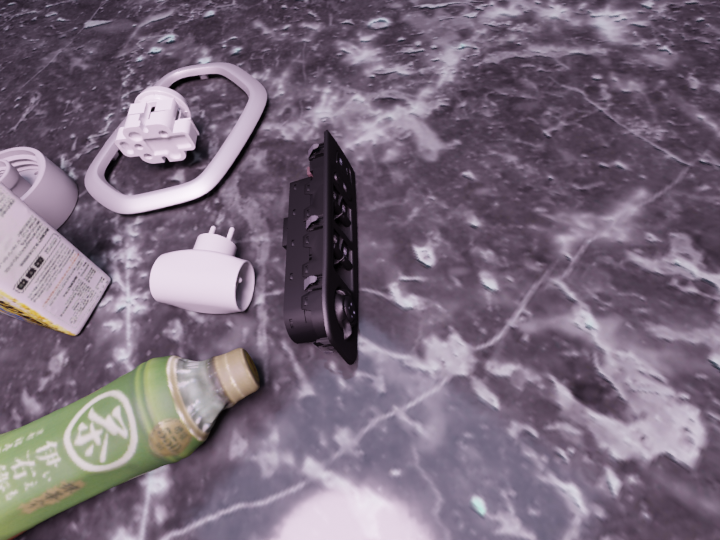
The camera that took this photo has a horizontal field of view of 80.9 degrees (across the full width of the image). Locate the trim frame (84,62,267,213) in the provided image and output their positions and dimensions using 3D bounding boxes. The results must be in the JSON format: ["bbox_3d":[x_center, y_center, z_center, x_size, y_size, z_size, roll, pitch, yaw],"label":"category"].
[{"bbox_3d":[-0.213,-0.164,0.494,0.189,0.026,0.251,12,64,15],"label":"trim frame"}]

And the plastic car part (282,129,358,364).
[{"bbox_3d":[-0.035,-0.023,0.360,0.068,0.063,0.209,-13,58,11],"label":"plastic car part"}]
